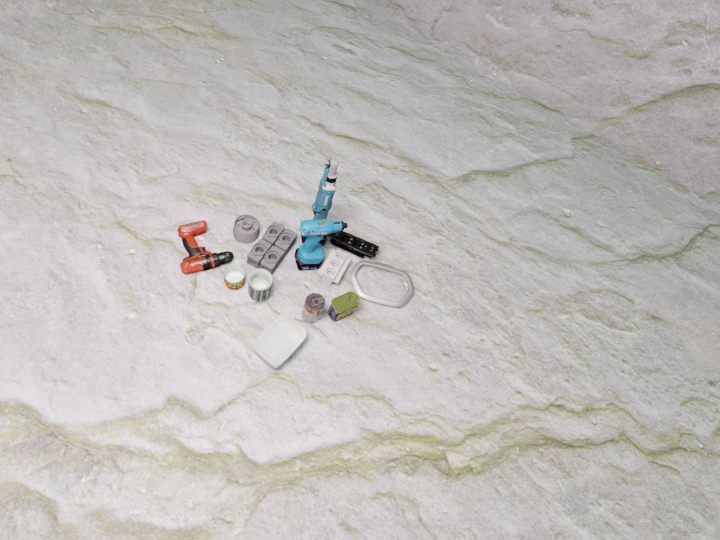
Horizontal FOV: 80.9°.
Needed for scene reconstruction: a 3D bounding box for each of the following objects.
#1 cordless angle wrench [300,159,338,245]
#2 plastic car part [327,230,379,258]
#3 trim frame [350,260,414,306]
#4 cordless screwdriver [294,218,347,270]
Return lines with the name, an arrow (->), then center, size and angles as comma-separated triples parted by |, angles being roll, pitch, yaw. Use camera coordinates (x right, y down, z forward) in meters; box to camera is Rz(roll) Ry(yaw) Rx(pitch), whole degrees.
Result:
cordless angle wrench -> -0.132, -0.230, 1.468 | 0.096, 0.418, 0.077 | 1, 59, -16
plastic car part -> -0.035, -0.100, 1.616 | 0.205, 0.066, 0.066 | 27, 55, 6
trim frame -> 0.080, 0.045, 1.567 | 0.247, 0.027, 0.188 | 13, 55, -3
cordless screwdriver -> -0.145, -0.095, 1.480 | 0.155, 0.246, 0.077 | -4, 61, -18
